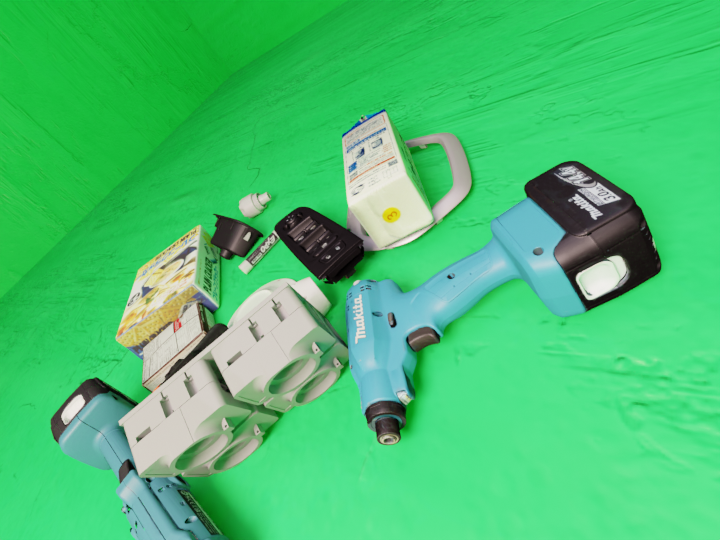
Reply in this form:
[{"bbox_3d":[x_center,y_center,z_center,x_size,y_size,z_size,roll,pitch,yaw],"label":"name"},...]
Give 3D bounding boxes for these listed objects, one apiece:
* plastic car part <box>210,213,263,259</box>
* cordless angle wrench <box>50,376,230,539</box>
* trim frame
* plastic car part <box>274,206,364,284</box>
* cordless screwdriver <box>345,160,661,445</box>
[{"bbox_3d":[-0.234,-0.055,0.767,0.123,0.062,0.071,21,80,50],"label":"plastic car part"},{"bbox_3d":[-0.184,0.214,0.385,0.446,0.093,0.074,11,57,45],"label":"cordless angle wrench"},{"bbox_3d":[0.056,-0.114,0.582,0.188,0.026,0.256,-23,39,21],"label":"trim frame"},{"bbox_3d":[-0.054,-0.036,0.556,0.066,0.063,0.214,-49,37,-2],"label":"plastic car part"},{"bbox_3d":[0.097,0.028,0.341,0.253,0.071,0.164,-30,35,20],"label":"cordless screwdriver"}]
